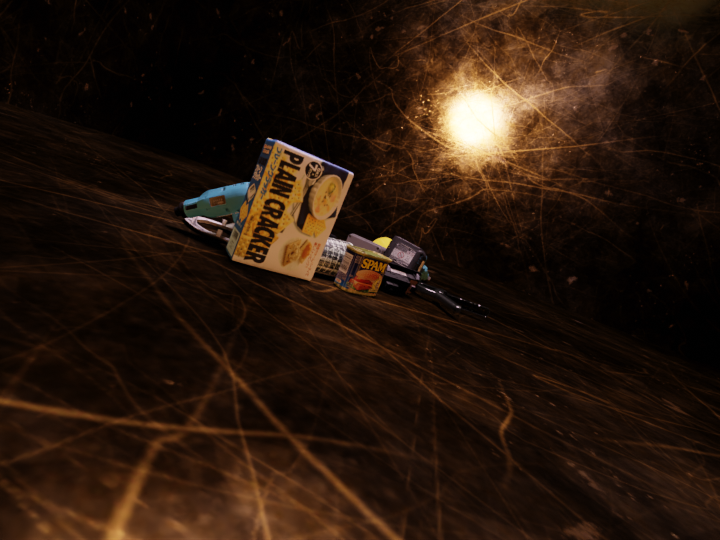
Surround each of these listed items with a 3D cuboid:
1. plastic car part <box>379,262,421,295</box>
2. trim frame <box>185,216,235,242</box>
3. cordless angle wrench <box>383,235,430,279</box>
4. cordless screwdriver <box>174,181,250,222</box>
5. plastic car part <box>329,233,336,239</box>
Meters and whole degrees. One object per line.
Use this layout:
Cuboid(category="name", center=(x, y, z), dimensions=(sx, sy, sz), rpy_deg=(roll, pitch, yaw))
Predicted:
Cuboid(category="plastic car part", center=(0.047, 0.017, 0.974), dimensions=(0.197, 0.066, 0.069), rpy_deg=(20, 34, -15))
Cuboid(category="trim frame", center=(-0.260, -0.077, 0.918), dimensions=(0.245, 0.027, 0.188), rpy_deg=(18, 8, -9))
Cuboid(category="cordless angle wrench", center=(0.158, -0.011, 1.244), dimensions=(0.102, 0.074, 0.407), rpy_deg=(30, 1, 18))
Cuboid(category="cordless screwdriver", center=(-0.264, -0.132, 0.880), dimensions=(0.161, 0.074, 0.247), rpy_deg=(-11, 4, 4))
Cuboid(category="plastic car part", center=(-0.114, -0.074, 1.164), dimensions=(0.073, 0.066, 0.114), rpy_deg=(8, 2, 12))
